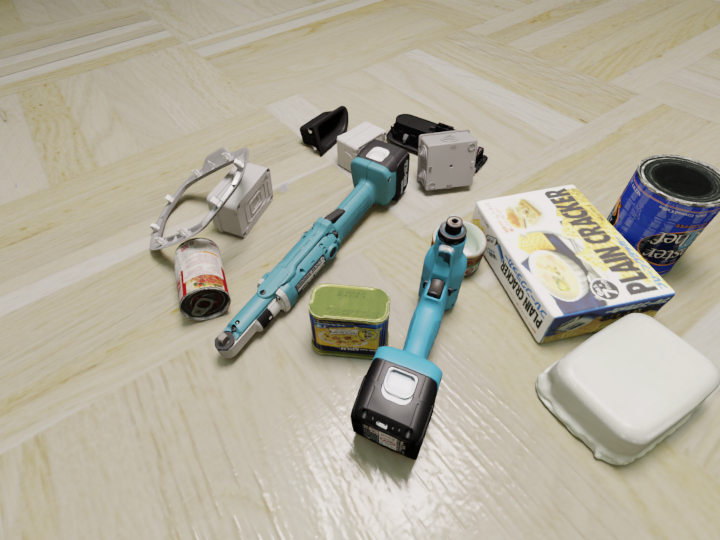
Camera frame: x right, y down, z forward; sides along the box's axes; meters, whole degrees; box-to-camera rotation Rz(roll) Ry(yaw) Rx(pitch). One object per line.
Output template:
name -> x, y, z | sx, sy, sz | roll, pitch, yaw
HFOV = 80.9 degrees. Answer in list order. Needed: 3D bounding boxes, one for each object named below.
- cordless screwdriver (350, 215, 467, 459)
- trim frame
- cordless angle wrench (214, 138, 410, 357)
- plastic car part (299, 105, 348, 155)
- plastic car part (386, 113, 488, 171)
cordless screwdriver -> 0.069, 0.066, 0.476 | 0.077, 0.154, 0.249 | 17, 54, 15
trim frame -> -0.261, -0.116, 0.664 | 0.259, 0.026, 0.186 | -10, 52, 42
cordless angle wrench -> -0.062, -0.040, 0.631 | 0.078, 0.094, 0.420 | 26, 60, 22
plastic car part -> -0.081, -0.293, 0.869 | 0.074, 0.063, 0.116 | 12, 46, 31
plastic car part -> 0.139, -0.252, 0.811 | 0.213, 0.064, 0.066 | 27, 62, 28
